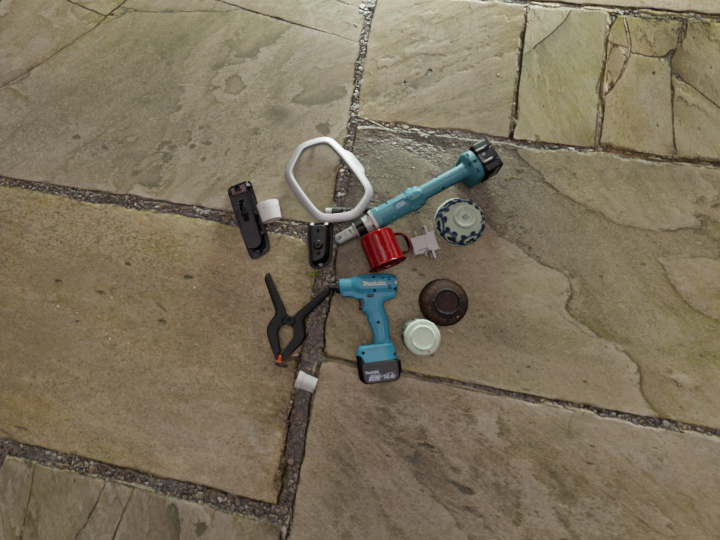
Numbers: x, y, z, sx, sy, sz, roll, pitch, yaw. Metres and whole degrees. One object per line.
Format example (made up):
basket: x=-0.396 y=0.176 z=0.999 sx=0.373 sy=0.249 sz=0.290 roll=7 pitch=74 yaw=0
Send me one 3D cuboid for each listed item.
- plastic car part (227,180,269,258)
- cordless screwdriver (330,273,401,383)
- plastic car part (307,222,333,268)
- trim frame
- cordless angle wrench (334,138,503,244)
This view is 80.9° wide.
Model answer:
plastic car part: x=-0.281 y=-0.131 z=1.061 sx=0.066 sy=0.067 sz=0.205 roll=-19 pitch=83 yaw=-7
cordless screwdriver: x=0.013 y=0.133 z=0.985 sx=0.160 sy=0.073 sz=0.252 roll=-4 pitch=77 yaw=4
plastic car part: x=-0.100 y=-0.066 z=1.027 sx=0.066 sy=0.069 sz=0.118 roll=-2 pitch=79 yaw=4
trim frame: x=-0.080 y=-0.228 z=1.061 sx=0.183 sy=0.027 sz=0.256 roll=-36 pitch=73 yaw=-4
cordless angle wrench: x=0.126 y=-0.170 z=1.015 sx=0.424 sy=0.096 sz=0.076 roll=-28 pitch=80 yaw=4
